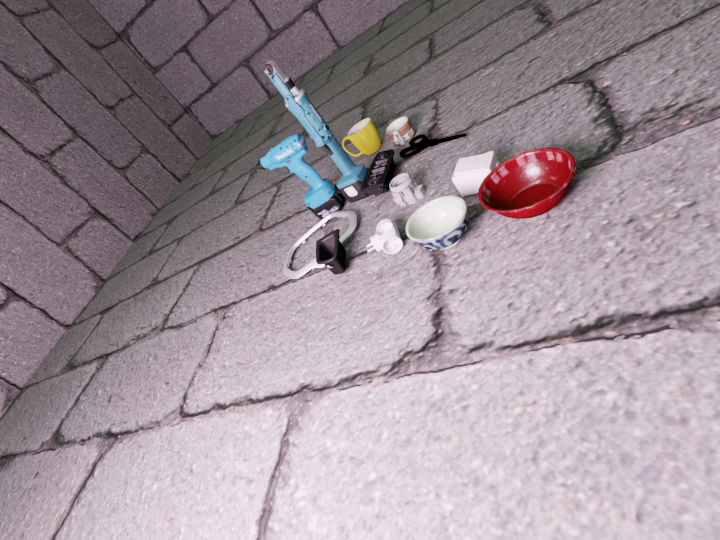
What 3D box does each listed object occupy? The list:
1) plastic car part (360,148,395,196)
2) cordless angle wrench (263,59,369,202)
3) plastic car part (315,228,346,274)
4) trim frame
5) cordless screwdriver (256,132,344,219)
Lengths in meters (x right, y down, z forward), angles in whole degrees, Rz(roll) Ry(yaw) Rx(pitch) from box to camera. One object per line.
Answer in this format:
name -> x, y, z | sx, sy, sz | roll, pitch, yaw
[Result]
plastic car part -> 0.059, -0.255, 1.118 | 0.068, 0.064, 0.206 | -20, 38, 31
cordless angle wrench -> -0.105, -0.357, 1.093 | 0.077, 0.404, 0.099 | -16, 37, 37
plastic car part -> -0.060, -0.030, 0.968 | 0.067, 0.067, 0.120 | -30, 33, 17
trim frame -> -0.108, -0.071, 1.107 | 0.249, 0.026, 0.193 | -39, 32, 3
cordless screwdriver -> -0.165, -0.251, 1.186 | 0.164, 0.237, 0.076 | -22, 34, 29
